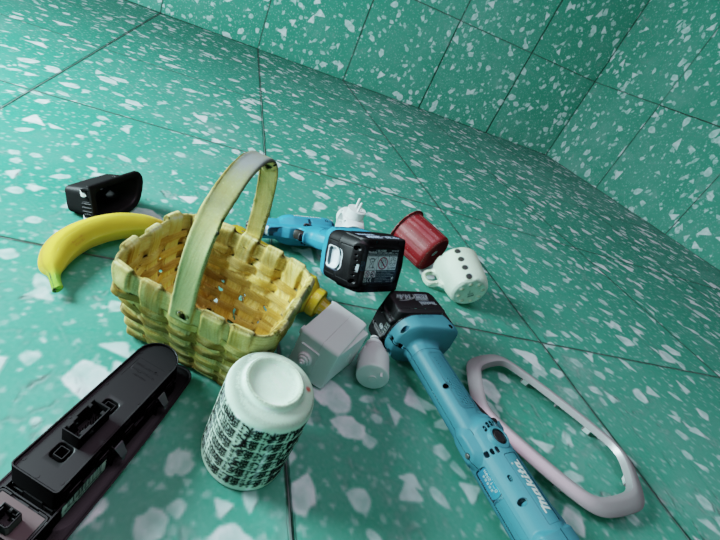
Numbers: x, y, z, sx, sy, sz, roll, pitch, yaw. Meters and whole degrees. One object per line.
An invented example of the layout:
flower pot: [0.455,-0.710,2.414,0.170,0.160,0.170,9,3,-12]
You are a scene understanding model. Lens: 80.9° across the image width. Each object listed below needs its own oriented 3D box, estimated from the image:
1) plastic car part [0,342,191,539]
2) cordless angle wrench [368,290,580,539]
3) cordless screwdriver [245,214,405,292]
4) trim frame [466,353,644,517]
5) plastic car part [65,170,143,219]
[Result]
plastic car part: [-0.213,0.126,0.345,0.067,0.066,0.203,20,27,5]
cordless angle wrench: [0.139,0.196,0.467,0.094,0.074,0.445,4,37,-31]
cordless screwdriver: [-0.062,-0.041,0.636,0.152,0.074,0.262,1,15,-34]
trim frame: [0.249,0.208,0.564,0.260,0.027,0.178,36,33,25]
plastic car part: [-0.379,-0.112,0.615,0.071,0.065,0.118,10,27,2]
